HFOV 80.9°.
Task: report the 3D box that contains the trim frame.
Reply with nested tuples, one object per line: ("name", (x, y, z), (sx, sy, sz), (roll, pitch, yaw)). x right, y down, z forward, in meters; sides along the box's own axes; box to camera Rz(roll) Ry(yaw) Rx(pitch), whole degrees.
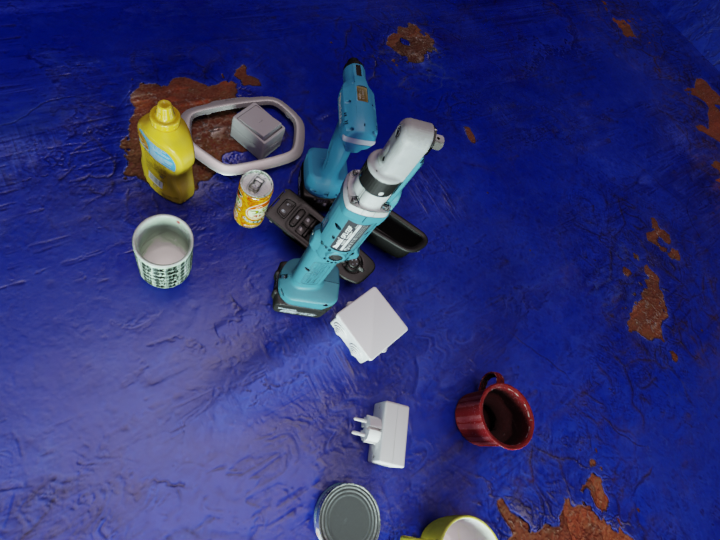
("trim frame", (-0.219, -0.263, 0.804), (0.242, 0.027, 0.189), (-23, 73, -26))

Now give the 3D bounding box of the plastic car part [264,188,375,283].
("plastic car part", (-0.070, -0.046, 0.720), (0.204, 0.067, 0.066), (37, 59, 2))

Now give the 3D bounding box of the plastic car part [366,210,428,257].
("plastic car part", (0.053, -0.060, 0.763), (0.117, 0.071, 0.066), (35, 59, 0))

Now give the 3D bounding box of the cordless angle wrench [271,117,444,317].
("cordless angle wrench", (-0.028, -0.038, 0.523), (0.095, 0.425, 0.076), (12, 64, -17))

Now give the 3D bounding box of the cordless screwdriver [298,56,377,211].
("cordless screwdriver", (-0.042, -0.215, 0.707), (0.072, 0.250, 0.163), (6, 65, -20))
